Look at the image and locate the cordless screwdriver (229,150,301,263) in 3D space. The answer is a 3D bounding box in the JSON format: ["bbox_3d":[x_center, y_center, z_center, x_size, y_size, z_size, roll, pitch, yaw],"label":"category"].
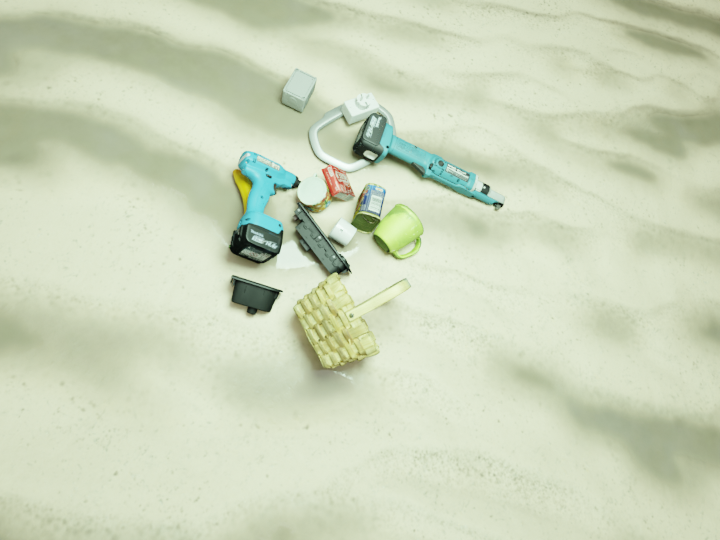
[{"bbox_3d":[-0.204,-0.139,0.946,0.151,0.076,0.255,19,58,-35],"label":"cordless screwdriver"}]

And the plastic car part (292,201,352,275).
[{"bbox_3d":[-0.095,-0.062,0.973,0.067,0.066,0.206,-40,84,-10],"label":"plastic car part"}]

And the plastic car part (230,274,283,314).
[{"bbox_3d":[-0.233,0.058,0.917,0.115,0.067,0.071,21,86,-8],"label":"plastic car part"}]

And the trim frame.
[{"bbox_3d":[-0.016,-0.356,1.100,0.245,0.027,0.187,-35,82,-16],"label":"trim frame"}]

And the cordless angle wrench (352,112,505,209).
[{"bbox_3d":[0.189,-0.261,1.074,0.415,0.075,0.098,23,73,-10],"label":"cordless angle wrench"}]
